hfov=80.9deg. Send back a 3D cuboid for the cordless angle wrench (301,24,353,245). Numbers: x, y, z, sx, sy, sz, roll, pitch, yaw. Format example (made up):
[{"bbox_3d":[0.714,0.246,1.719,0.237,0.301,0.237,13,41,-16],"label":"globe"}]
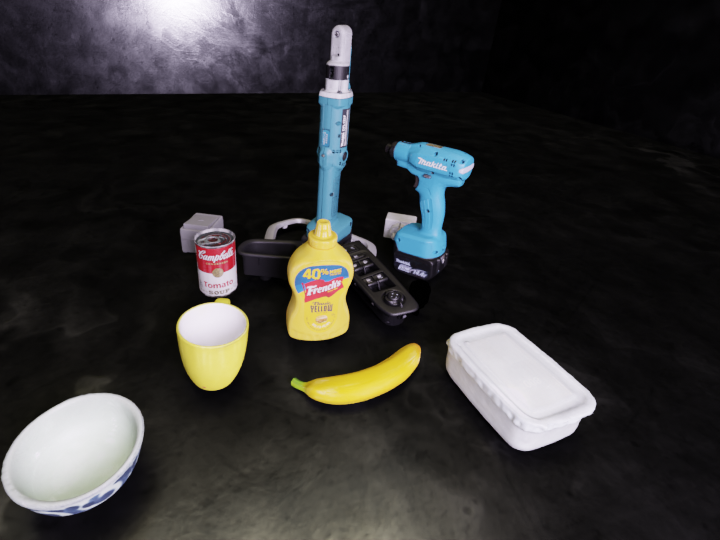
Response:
[{"bbox_3d":[-0.051,-0.214,0.778,0.078,0.413,0.096,21,33,24],"label":"cordless angle wrench"}]

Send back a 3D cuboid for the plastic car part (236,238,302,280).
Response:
[{"bbox_3d":[-0.164,-0.015,0.771,0.116,0.069,0.068,1,31,-5],"label":"plastic car part"}]

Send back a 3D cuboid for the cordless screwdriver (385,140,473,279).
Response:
[{"bbox_3d":[0.106,-0.116,0.794,0.167,0.243,0.072,25,35,30],"label":"cordless screwdriver"}]

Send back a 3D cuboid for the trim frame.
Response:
[{"bbox_3d":[-0.087,-0.057,0.886,0.259,0.027,0.181,18,34,23],"label":"trim frame"}]

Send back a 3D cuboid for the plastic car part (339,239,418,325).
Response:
[{"bbox_3d":[0.017,0.025,0.726,0.064,0.065,0.215,-13,35,-27],"label":"plastic car part"}]
